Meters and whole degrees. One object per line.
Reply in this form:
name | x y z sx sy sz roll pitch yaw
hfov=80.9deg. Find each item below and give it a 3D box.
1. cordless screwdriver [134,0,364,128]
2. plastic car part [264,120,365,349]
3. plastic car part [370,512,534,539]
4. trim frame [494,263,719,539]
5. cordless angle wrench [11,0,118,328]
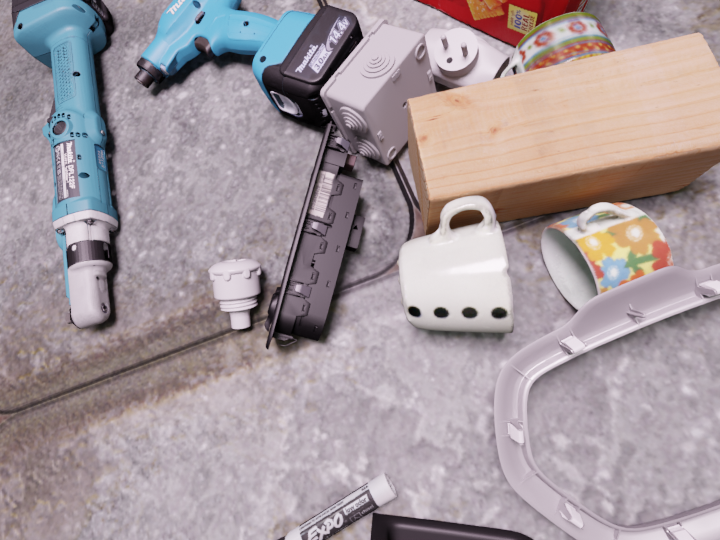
cordless screwdriver | -0.125 -0.226 0.450 0.259 0.071 0.159 33 83 22
plastic car part | -0.037 -0.024 0.381 0.066 0.067 0.204 21 77 -12
plastic car part | 0.064 0.221 0.288 0.118 0.065 0.071 3 91 9
trim frame | 0.213 0.091 0.281 0.250 0.027 0.185 -23 88 7
cordless angle wrench | -0.316 -0.146 0.471 0.099 0.072 0.433 -18 73 5
